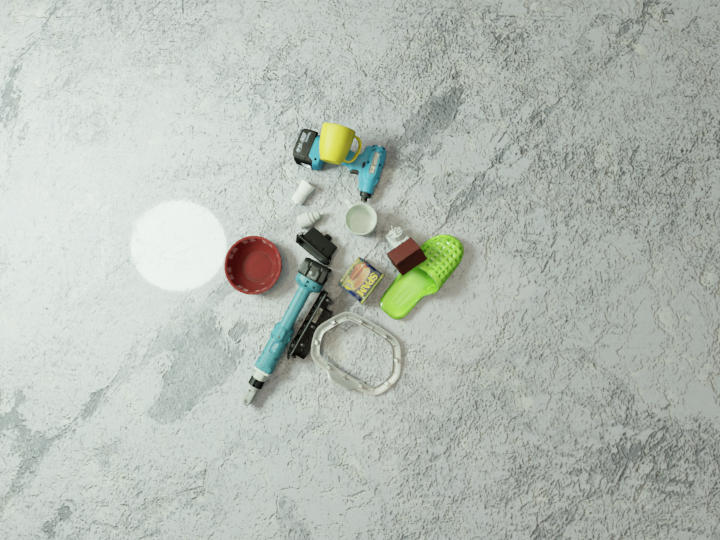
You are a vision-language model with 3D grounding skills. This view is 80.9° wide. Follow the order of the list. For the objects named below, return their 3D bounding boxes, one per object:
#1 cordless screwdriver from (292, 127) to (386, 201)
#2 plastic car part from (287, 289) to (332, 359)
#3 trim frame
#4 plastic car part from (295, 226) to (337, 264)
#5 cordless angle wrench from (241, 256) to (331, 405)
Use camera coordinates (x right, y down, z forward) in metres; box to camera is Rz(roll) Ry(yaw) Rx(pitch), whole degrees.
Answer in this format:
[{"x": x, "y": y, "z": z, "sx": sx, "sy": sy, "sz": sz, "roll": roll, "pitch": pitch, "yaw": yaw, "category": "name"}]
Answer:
[{"x": -0.066, "y": -0.293, "z": 1.175, "sx": 0.251, "sy": 0.073, "sz": 0.159, "roll": 16, "pitch": 85, "yaw": 5, "category": "cordless screwdriver"}, {"x": -0.130, "y": 0.153, "z": 1.129, "sx": 0.065, "sy": 0.068, "sz": 0.203, "roll": 35, "pitch": 86, "yaw": -19, "category": "plastic car part"}, {"x": -0.009, "y": 0.218, "z": 1.098, "sx": 0.247, "sy": 0.028, "sz": 0.184, "roll": 32, "pitch": 89, "yaw": -2, "category": "trim frame"}, {"x": -0.113, "y": -0.074, "z": 1.160, "sx": 0.118, "sy": 0.065, "sz": 0.071, "roll": 37, "pitch": 73, "yaw": 6, "category": "plastic car part"}, {"x": -0.208, "y": 0.168, "z": 1.120, "sx": 0.075, "sy": 0.097, "sz": 0.423, "roll": 28, "pitch": 90, "yaw": 3, "category": "cordless angle wrench"}]
